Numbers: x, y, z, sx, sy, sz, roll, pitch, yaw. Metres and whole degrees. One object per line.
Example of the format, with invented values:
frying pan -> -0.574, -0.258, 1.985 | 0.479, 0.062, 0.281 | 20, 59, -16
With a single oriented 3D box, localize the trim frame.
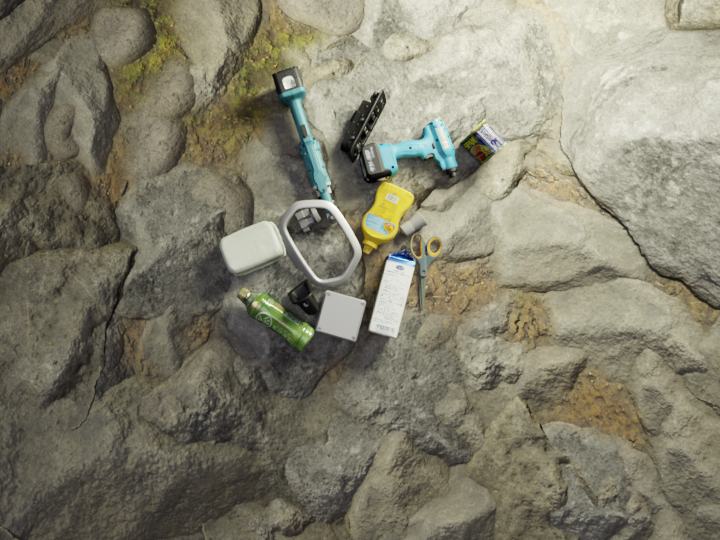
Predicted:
trim frame -> -0.108, -0.071, 1.108 | 0.186, 0.028, 0.244 | -31, 99, 11

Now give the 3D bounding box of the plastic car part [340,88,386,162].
plastic car part -> 0.002, -0.393, 1.143 | 0.069, 0.065, 0.203 | 22, 86, 11

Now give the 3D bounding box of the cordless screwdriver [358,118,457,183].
cordless screwdriver -> 0.129, -0.291, 1.124 | 0.248, 0.074, 0.160 | -19, 85, -4

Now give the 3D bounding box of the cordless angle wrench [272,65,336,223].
cordless angle wrench -> -0.136, -0.327, 1.136 | 0.074, 0.098, 0.424 | -18, 89, -2

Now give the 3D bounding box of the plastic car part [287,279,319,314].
plastic car part -> -0.138, 0.080, 1.089 | 0.066, 0.121, 0.068 | -37, 112, -3
